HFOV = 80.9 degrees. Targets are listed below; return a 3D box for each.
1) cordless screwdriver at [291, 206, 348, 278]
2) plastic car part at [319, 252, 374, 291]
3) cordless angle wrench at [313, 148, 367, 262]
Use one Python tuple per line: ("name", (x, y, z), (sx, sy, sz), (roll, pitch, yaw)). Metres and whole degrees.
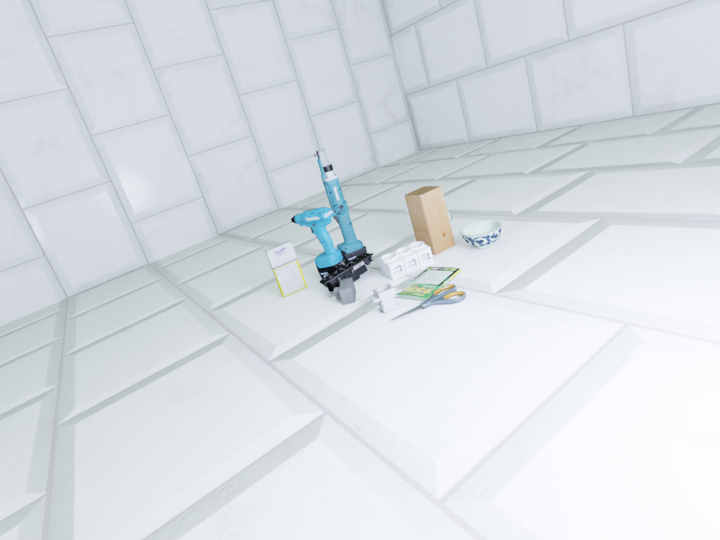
("cordless screwdriver", (-0.143, -0.094, 1.465), (0.166, 0.243, 0.073), (-6, 20, 34))
("plastic car part", (-0.043, 0.009, 1.367), (0.198, 0.065, 0.069), (-27, 20, -24))
("cordless angle wrench", (-0.078, -0.227, 1.509), (0.097, 0.413, 0.077), (-20, 16, -11))
